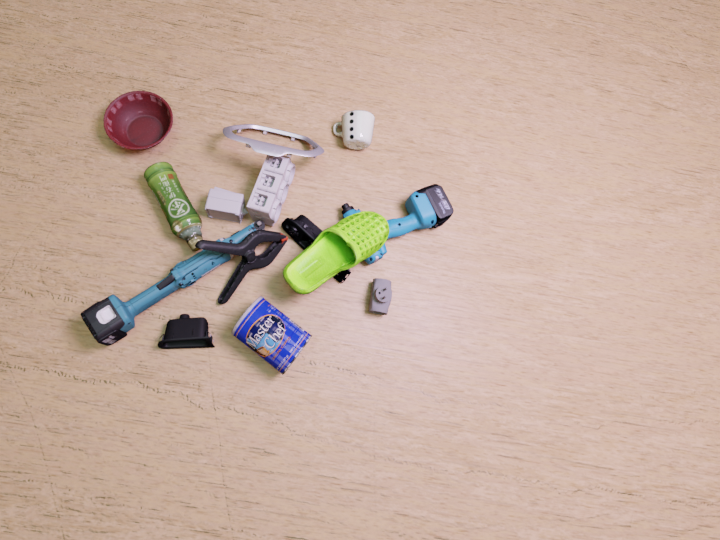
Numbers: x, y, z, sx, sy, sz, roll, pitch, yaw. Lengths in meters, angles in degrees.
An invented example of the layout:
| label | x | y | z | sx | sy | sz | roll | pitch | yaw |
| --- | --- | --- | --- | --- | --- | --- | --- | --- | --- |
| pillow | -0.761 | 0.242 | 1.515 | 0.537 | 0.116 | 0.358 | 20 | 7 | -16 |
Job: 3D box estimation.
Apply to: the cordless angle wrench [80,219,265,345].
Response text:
| label | x | y | z | sx | sy | sz | roll | pitch | yaw |
| --- | --- | --- | --- | --- | --- | --- | --- | --- | --- |
| cordless angle wrench | -0.389 | 0.008 | 0.936 | 0.417 | 0.098 | 0.075 | -36 | 84 | -19 |

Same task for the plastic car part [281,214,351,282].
| label | x | y | z | sx | sy | sz | roll | pitch | yaw |
| --- | --- | --- | --- | --- | --- | --- | --- | --- | --- |
| plastic car part | -0.097 | -0.064 | 0.993 | 0.205 | 0.066 | 0.066 | 38 | 64 | 5 |

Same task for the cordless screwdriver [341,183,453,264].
| label | x | y | z | sx | sy | sz | roll | pitch | yaw |
| --- | --- | --- | --- | --- | --- | --- | --- | --- | --- |
| cordless screwdriver | 0.085 | -0.136 | 1.028 | 0.246 | 0.073 | 0.162 | -27 | 79 | -9 |

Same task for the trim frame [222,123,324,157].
| label | x | y | z | sx | sy | sz | roll | pitch | yaw |
| --- | --- | --- | --- | --- | --- | --- | --- | --- | --- |
| trim frame | -0.209 | -0.312 | 1.019 | 0.247 | 0.027 | 0.188 | 13 | 28 | -5 |

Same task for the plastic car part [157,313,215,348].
| label | x | y | z | sx | sy | sz | roll | pitch | yaw |
| --- | --- | --- | --- | --- | --- | --- | --- | --- | --- |
| plastic car part | -0.377 | 0.129 | 0.915 | 0.116 | 0.064 | 0.073 | 0 | 60 | -4 |
